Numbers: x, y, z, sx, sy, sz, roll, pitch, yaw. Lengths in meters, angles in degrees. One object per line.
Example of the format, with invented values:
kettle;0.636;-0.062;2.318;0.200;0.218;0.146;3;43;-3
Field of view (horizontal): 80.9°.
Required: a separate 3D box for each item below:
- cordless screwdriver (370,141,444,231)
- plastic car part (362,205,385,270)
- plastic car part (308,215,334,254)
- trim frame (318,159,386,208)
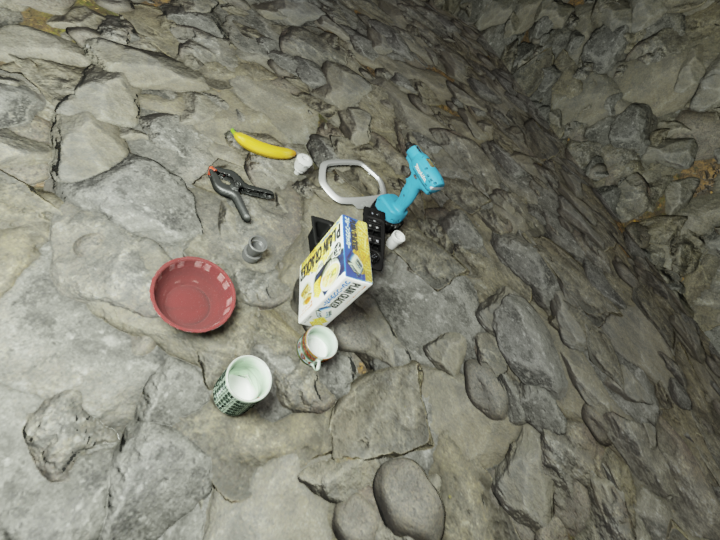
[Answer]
cordless screwdriver;0.112;-0.227;1.186;0.071;0.251;0.165;-8;64;-39
plastic car part;0.025;-0.078;1.143;0.064;0.067;0.209;19;48;-22
plastic car part;-0.103;-0.067;1.048;0.063;0.071;0.120;14;50;-26
trim frame;-0.023;-0.267;1.289;0.238;0.028;0.191;-11;63;-38
